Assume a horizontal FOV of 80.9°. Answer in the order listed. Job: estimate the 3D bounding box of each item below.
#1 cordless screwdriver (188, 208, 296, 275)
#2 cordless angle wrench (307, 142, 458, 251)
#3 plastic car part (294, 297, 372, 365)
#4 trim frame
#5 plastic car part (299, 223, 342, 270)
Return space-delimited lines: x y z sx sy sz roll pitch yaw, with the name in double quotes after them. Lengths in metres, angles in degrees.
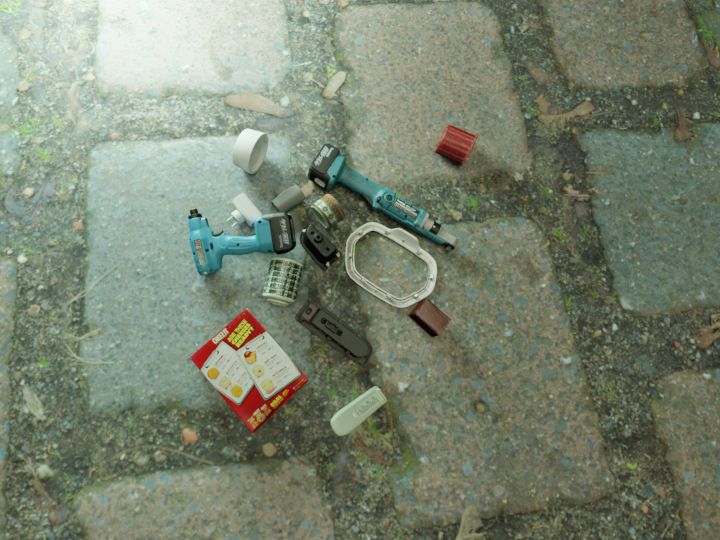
-0.284 -0.091 1.001 0.250 0.074 0.159 -13 92 4 "cordless screwdriver"
0.065 -0.177 1.088 0.424 0.074 0.098 31 75 1 "cordless angle wrench"
-0.054 0.143 0.996 0.204 0.067 0.066 37 68 2 "plastic car part"
0.076 -0.019 1.067 0.251 0.027 0.184 32 74 6 "trim frame"
-0.102 -0.067 1.041 0.065 0.071 0.117 -42 87 -16 "plastic car part"
